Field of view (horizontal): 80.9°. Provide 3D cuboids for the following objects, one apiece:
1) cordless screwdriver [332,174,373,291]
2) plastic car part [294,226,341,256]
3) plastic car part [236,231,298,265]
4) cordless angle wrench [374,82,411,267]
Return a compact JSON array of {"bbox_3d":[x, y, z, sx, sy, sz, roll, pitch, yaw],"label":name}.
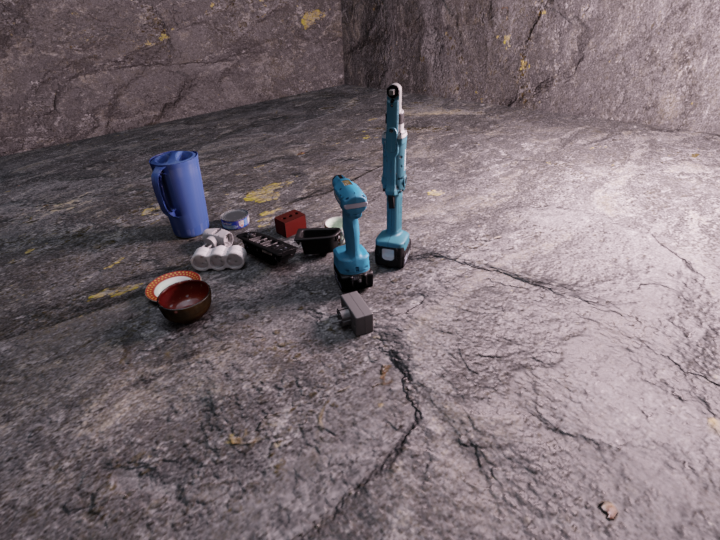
[{"bbox_3d":[-0.028,-0.086,0.951,0.073,0.241,0.166,-10,32,-12],"label":"cordless screwdriver"},{"bbox_3d":[-0.107,-0.070,1.097,0.118,0.069,0.067,0,32,8],"label":"plastic car part"},{"bbox_3d":[-0.246,-0.057,1.099,0.215,0.065,0.064,25,42,38],"label":"plastic car part"},{"bbox_3d":[0.076,-0.205,0.965,0.077,0.410,0.097,9,32,18],"label":"cordless angle wrench"}]
